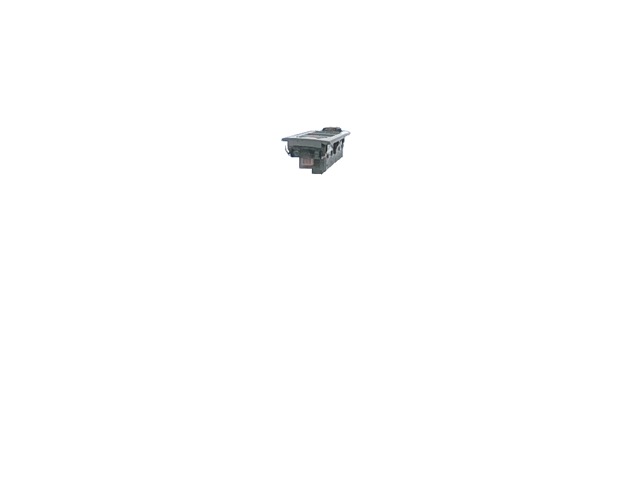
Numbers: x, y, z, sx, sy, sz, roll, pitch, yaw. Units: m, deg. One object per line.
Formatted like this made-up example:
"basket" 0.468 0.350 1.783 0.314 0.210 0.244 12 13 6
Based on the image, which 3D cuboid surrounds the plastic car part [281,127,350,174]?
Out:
"plastic car part" 0.005 -0.139 0.647 0.066 0.067 0.202 0 22 15
